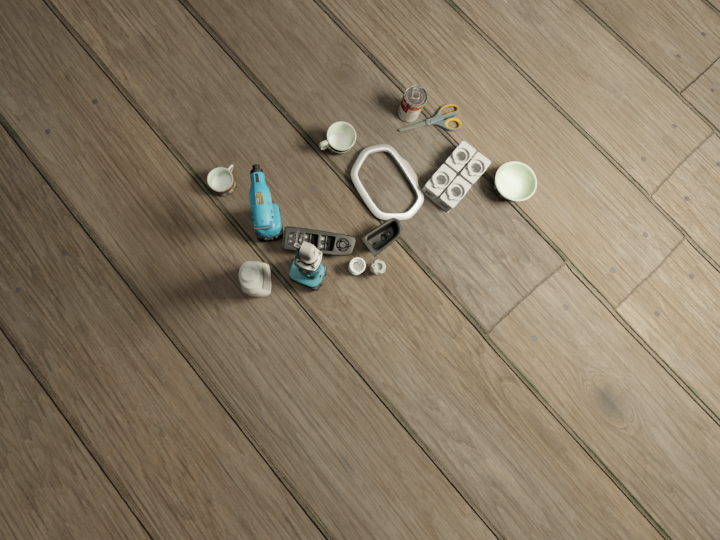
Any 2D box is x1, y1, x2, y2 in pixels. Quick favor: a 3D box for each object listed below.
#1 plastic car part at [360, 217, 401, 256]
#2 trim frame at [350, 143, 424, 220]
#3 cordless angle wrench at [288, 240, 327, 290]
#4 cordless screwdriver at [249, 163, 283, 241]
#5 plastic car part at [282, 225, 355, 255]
[{"bbox_3d":[0.062,-0.094,1.199,0.116,0.070,0.067,-35,85,-8],"label":"plastic car part"},{"bbox_3d":[0.080,-0.260,1.252,0.183,0.027,0.252,-31,82,-7],"label":"trim frame"},{"bbox_3d":[-0.124,-0.015,1.002,0.098,0.421,0.074,23,81,-3],"label":"cordless angle wrench"},{"bbox_3d":[-0.254,-0.167,1.116,0.074,0.248,0.161,-9,83,-8],"label":"cordless screwdriver"},{"bbox_3d":[-0.117,-0.076,1.194,0.203,0.066,0.067,6,81,-1],"label":"plastic car part"}]
